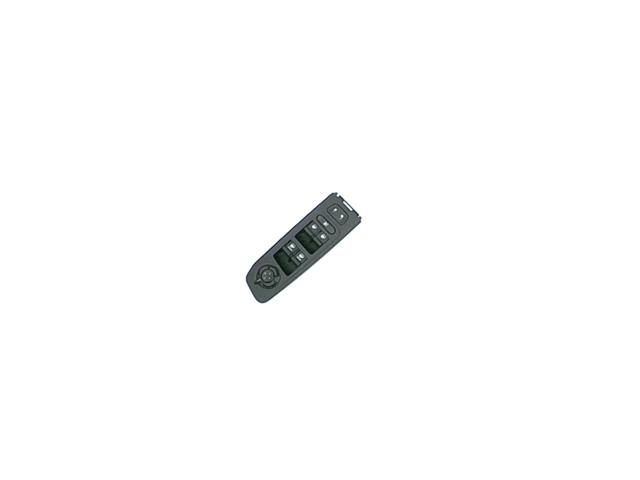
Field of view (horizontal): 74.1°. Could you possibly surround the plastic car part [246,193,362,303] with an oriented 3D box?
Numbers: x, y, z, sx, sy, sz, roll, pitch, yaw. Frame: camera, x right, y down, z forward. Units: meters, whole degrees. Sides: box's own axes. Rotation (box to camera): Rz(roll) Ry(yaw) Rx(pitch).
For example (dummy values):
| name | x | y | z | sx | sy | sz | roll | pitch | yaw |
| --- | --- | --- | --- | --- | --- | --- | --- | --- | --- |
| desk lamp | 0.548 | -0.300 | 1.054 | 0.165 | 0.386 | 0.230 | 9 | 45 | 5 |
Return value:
| name | x | y | z | sx | sy | sz | roll | pitch | yaw |
| --- | --- | --- | --- | --- | --- | --- | --- | --- | --- |
| plastic car part | -0.031 | 0.017 | 0.670 | 0.203 | 0.066 | 0.067 | -41 | -7 | -6 |
